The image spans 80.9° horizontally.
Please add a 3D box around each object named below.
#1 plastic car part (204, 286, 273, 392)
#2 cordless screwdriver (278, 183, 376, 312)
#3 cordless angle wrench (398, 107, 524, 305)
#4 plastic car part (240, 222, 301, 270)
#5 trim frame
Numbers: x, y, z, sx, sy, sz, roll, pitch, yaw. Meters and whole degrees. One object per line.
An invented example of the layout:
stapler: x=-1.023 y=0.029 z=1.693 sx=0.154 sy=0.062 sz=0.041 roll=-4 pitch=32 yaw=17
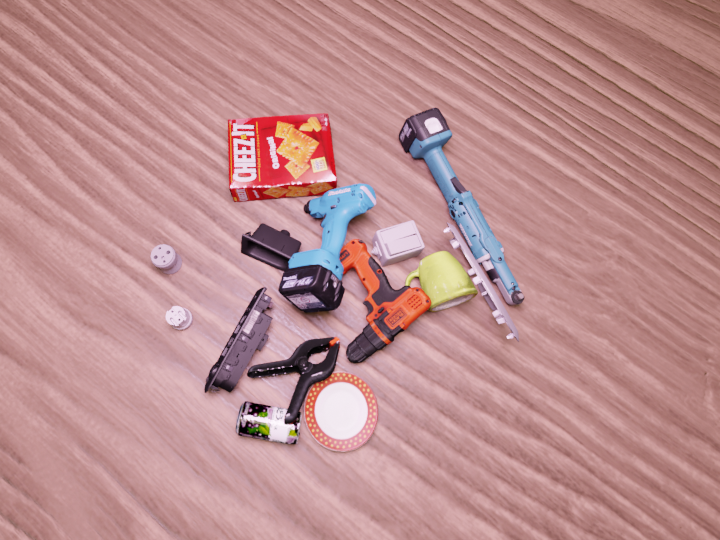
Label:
plastic car part: x=-0.210 y=0.130 z=0.758 sx=0.065 sy=0.069 sz=0.203 roll=38 pitch=70 yaw=-20
cordless screwdriver: x=-0.075 y=-0.049 z=0.767 sx=0.166 sy=0.070 sz=0.251 roll=-6 pitch=52 yaw=38
cordless angle wrench: x=0.208 y=-0.126 z=0.851 sx=0.073 sy=0.097 sz=0.431 roll=-23 pitch=78 yaw=-12
plastic car part: x=-0.166 y=-0.051 z=0.822 sx=0.117 sy=0.065 sz=0.071 roll=22 pitch=58 yaw=0
trim frame: x=0.209 y=0.015 z=0.748 sx=0.028 sy=0.174 sz=0.260 roll=-33 pitch=55 yaw=12
